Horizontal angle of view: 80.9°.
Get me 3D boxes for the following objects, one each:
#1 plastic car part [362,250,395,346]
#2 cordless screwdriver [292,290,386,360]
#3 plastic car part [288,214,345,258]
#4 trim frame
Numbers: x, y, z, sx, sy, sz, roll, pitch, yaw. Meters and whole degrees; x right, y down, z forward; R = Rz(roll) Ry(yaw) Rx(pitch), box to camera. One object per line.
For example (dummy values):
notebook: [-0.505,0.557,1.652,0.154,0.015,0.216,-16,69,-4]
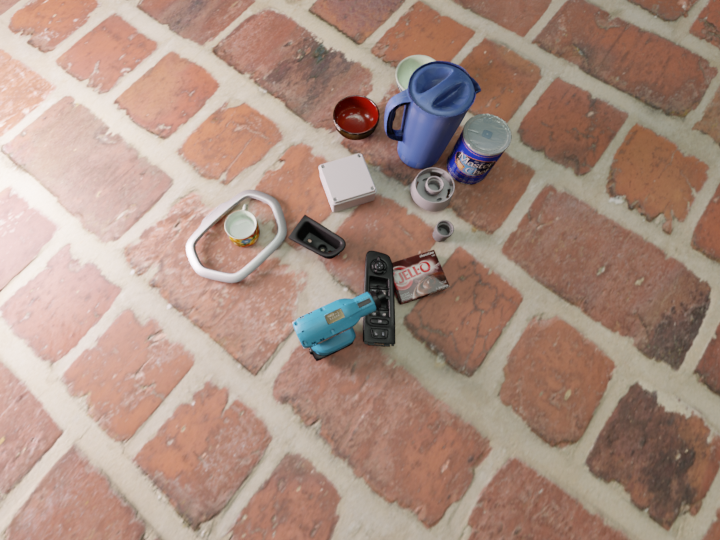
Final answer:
plastic car part: [0.037,0.059,0.895,0.066,0.066,0.206,2,72,-1]
cordless screwdriver: [-0.039,0.100,0.789,0.158,0.245,0.076,-24,77,-9]
plastic car part: [-0.092,-0.060,0.936,0.119,0.069,0.066,31,74,9]
trim frame: [-0.282,-0.081,0.969,0.189,0.027,0.247,40,76,13]
